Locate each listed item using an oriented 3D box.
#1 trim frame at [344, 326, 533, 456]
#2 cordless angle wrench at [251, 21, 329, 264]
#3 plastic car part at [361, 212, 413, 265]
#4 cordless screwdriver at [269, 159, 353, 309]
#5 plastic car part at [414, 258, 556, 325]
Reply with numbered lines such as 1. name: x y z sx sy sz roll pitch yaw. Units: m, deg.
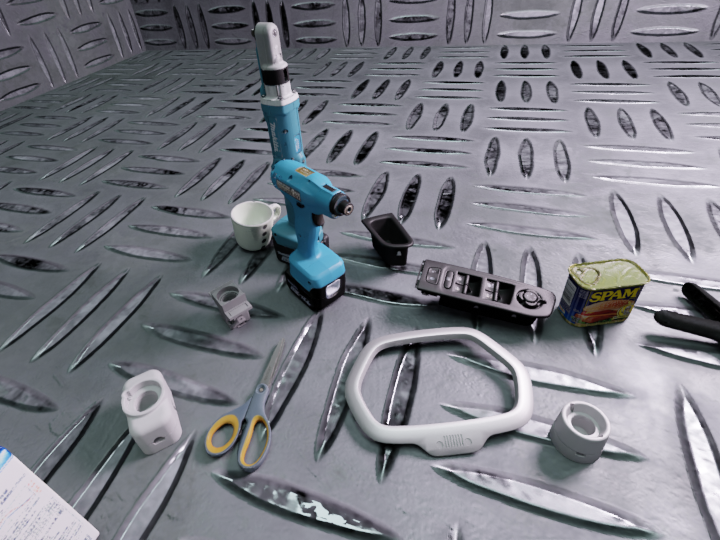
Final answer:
1. trim frame: 0.102 0.154 0.575 0.249 0.026 0.191 -7 40 0
2. cordless angle wrench: -0.123 -0.187 0.718 0.103 0.408 0.073 20 44 26
3. plastic car part: 0.053 -0.049 0.792 0.065 0.068 0.122 -15 40 -12
4. cordless screwdriver: -0.065 -0.043 0.669 0.073 0.240 0.168 -30 46 -29
5. plastic car part: 0.192 0.043 0.665 0.210 0.065 0.066 11 42 20
